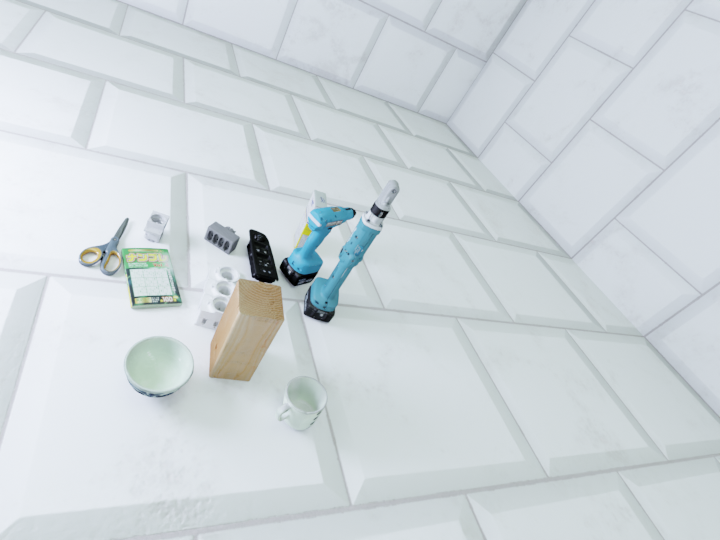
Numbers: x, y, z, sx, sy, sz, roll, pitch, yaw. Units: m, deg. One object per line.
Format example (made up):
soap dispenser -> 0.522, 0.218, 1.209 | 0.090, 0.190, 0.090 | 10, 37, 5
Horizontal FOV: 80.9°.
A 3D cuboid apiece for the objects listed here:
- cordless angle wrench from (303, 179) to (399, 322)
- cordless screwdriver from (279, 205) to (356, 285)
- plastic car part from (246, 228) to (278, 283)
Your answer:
cordless angle wrench -> -0.022, -0.040, 1.018 | 0.072, 0.422, 0.101 | 22, 36, -17
cordless screwdriver -> -0.112, -0.073, 1.149 | 0.153, 0.248, 0.077 | -17, 58, -48
plastic car part -> -0.272, -0.033, 1.143 | 0.063, 0.067, 0.212 | 10, 39, -29
